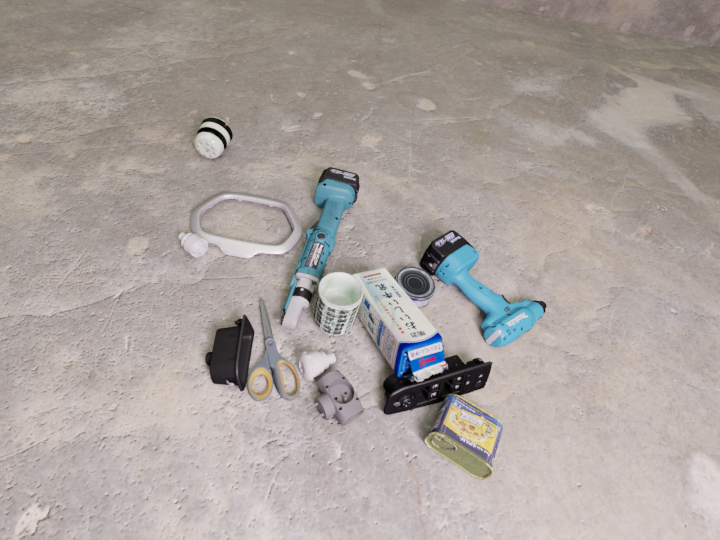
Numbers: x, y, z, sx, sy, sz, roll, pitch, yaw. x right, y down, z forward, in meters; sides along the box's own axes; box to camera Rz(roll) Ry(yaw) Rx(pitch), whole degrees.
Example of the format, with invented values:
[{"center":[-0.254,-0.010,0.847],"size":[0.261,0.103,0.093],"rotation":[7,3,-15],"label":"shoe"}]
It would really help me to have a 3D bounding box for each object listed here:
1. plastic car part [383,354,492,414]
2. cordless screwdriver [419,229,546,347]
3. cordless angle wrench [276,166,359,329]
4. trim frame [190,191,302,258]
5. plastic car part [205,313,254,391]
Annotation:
[{"center":[0.123,0.187,0.723],"size":[0.198,0.064,0.071],"rotation":[-14,45,-20],"label":"plastic car part"},{"center":[0.254,0.025,0.877],"size":[0.155,0.073,0.260],"rotation":[-24,61,-27],"label":"cordless screwdriver"},{"center":[-0.088,-0.058,0.899],"size":[0.098,0.073,0.429],"rotation":[14,51,1],"label":"cordless angle wrench"},{"center":[-0.253,-0.105,0.941],"size":[0.248,0.027,0.189],"rotation":[10,48,-2],"label":"trim frame"},{"center":[-0.225,0.142,0.717],"size":[0.072,0.063,0.120],"rotation":[-2,52,7],"label":"plastic car part"}]
